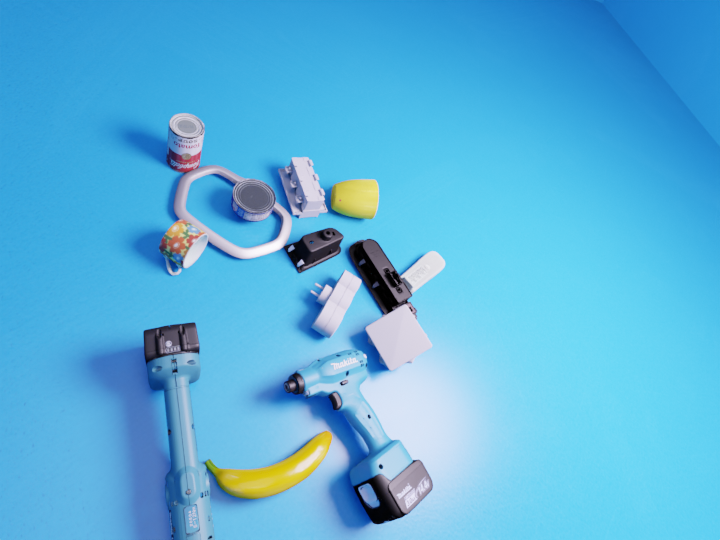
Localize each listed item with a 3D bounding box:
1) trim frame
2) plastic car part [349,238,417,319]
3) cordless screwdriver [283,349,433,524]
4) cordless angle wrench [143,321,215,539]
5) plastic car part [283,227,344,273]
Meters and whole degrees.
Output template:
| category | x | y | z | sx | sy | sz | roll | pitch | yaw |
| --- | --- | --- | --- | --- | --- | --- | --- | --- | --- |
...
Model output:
| category | x | y | z | sx | sy | sz | roll | pitch | yaw |
| --- | --- | --- | --- | --- | --- | --- | --- | --- | --- |
| trim frame | -0.254 | -0.120 | 0.846 | 0.250 | 0.027 | 0.184 | 32 | 53 | 3 |
| plastic car part | 0.046 | 0.015 | 0.857 | 0.065 | 0.066 | 0.210 | -23 | 67 | -26 |
| cordless screwdriver | -0.010 | 0.250 | 0.652 | 0.152 | 0.075 | 0.258 | -7 | 58 | -42 |
| cordless angle wrench | -0.226 | 0.283 | 0.552 | 0.072 | 0.098 | 0.437 | -7 | 64 | -24 |
| plastic car part | -0.082 | -0.054 | 0.842 | 0.113 | 0.071 | 0.068 | -25 | 74 | -30 |
